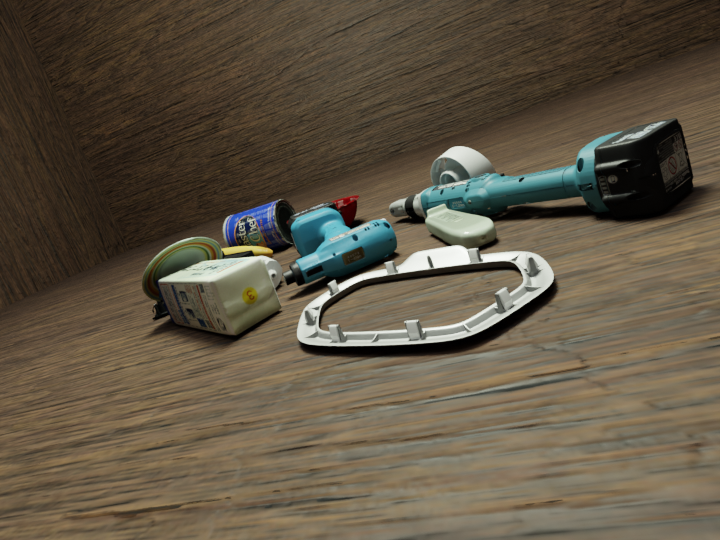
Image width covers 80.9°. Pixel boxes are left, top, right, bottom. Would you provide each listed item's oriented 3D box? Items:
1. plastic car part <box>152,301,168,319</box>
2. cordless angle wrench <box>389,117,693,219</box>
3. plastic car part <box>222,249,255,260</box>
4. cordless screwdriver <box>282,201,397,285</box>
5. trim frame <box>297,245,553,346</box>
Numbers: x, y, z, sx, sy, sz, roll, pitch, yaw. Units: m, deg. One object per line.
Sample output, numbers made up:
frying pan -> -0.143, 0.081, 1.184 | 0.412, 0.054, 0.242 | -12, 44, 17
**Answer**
plastic car part -> -0.311, 0.027, 0.734 | 0.116, 0.069, 0.068 | -24, 15, -3
cordless angle wrench -> 0.176, -0.106, 0.583 | 0.096, 0.073, 0.441 | -28, 15, -28
plastic car part -> -0.243, -0.004, 0.778 | 0.213, 0.066, 0.064 | -1, 14, 43
cordless screwdriver -> -0.065, -0.042, 0.660 | 0.157, 0.072, 0.259 | -24, 20, -13
trim frame -> 0.046, 0.020, 0.404 | 0.258, 0.027, 0.180 | -10, 18, 36
